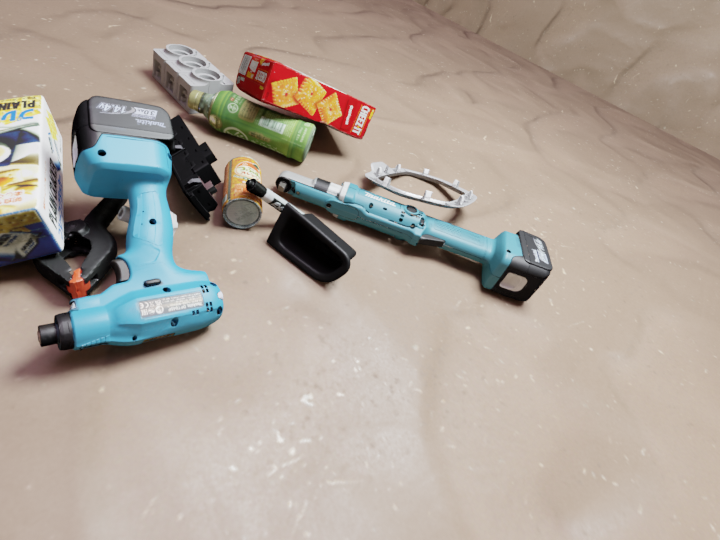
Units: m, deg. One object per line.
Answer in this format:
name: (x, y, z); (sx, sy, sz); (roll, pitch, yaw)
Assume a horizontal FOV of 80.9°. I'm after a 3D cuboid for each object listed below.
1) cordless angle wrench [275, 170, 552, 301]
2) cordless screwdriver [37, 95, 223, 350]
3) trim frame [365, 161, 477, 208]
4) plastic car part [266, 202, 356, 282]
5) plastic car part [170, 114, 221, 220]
cordless angle wrench: (0.070, -0.072, 0.654); (0.424, 0.073, 0.099); (20, 40, 2)
cordless screwdriver: (-0.243, -0.049, 0.422); (0.152, 0.076, 0.254); (-9, 74, -41)
trim frame: (0.107, -0.153, 0.739); (0.192, 0.027, 0.242); (24, 27, 21)
plastic car part: (-0.056, -0.037, 0.571); (0.119, 0.066, 0.069); (37, 27, 11)
plastic car part: (-0.247, -0.163, 0.600); (0.067, 0.063, 0.214); (-41, 58, -2)
